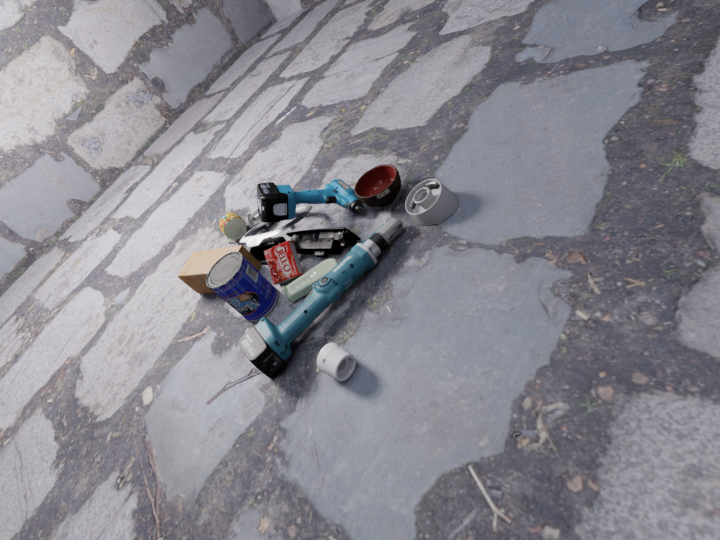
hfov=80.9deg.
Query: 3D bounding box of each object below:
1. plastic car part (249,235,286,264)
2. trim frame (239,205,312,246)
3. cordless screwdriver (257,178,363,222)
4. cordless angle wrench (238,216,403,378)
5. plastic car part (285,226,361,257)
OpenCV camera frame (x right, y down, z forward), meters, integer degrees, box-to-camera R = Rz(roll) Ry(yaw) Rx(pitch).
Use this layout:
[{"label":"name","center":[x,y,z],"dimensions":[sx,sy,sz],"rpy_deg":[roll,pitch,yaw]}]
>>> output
[{"label":"plastic car part","center":[-0.233,-0.059,1.111],"dimensions":[0.122,0.063,0.070],"rpy_deg":[-3,35,40]},{"label":"trim frame","center":[-0.229,-0.120,1.138],"dimensions":[0.260,0.027,0.181],"rpy_deg":[-3,32,46]},{"label":"cordless screwdriver","center":[-0.124,-0.169,1.040],"dimensions":[0.242,0.072,0.168],"rpy_deg":[-10,33,-20]},{"label":"cordless angle wrench","center":[-0.064,0.037,0.877],"dimensions":[0.421,0.070,0.104],"rpy_deg":[-44,39,-9]},{"label":"plastic car part","center":[-0.099,-0.065,1.010],"dimensions":[0.213,0.062,0.067],"rpy_deg":[6,80,41]}]
